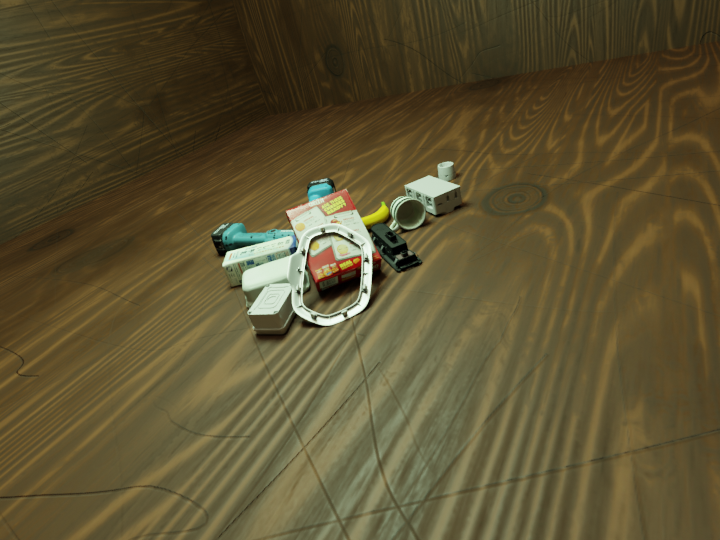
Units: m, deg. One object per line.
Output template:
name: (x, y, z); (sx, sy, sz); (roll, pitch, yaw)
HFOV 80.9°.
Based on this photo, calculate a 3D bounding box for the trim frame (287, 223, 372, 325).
trim frame: (-0.068, 0.001, 0.931); (0.187, 0.026, 0.254); (1, 63, 7)

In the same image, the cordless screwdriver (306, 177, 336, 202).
cordless screwdriver: (-0.124, -0.223, 1.402); (0.163, 0.071, 0.253); (-7, 35, 16)

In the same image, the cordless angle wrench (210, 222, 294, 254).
cordless angle wrench: (-0.254, -0.096, 1.263); (0.440, 0.072, 0.098); (2, 34, 26)

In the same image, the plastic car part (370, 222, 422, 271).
plastic car part: (0.072, -0.069, 1.058); (0.066, 0.064, 0.212); (-28, 28, -7)
